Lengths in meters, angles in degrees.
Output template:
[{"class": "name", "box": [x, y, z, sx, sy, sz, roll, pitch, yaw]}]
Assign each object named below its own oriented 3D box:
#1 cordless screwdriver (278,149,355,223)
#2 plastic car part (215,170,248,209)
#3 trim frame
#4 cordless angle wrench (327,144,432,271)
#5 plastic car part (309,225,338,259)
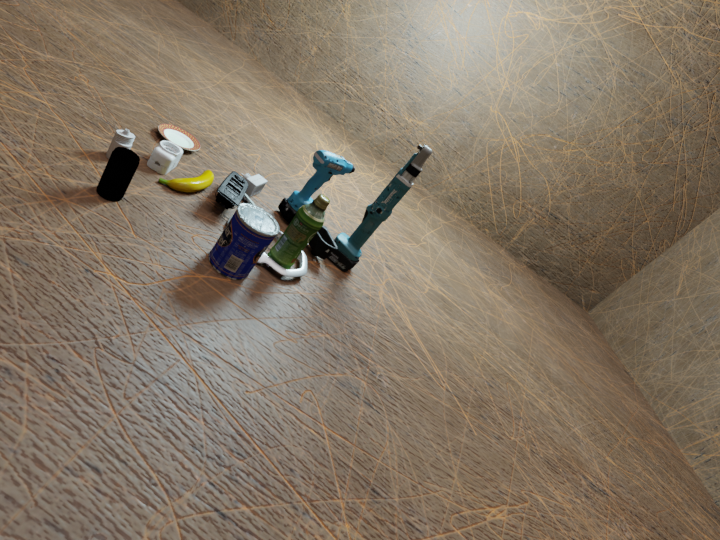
[{"class": "cordless screwdriver", "box": [-0.129, -0.245, 1.283, 0.151, 0.250, 0.078, 5, 42, -50]}, {"class": "plastic car part", "box": [-0.352, -0.214, 1.153, 0.064, 0.067, 0.208, 30, 26, -18]}, {"class": "trim frame", "box": [-0.238, -0.068, 1.100, 0.253, 0.027, 0.181, 41, 25, 7]}, {"class": "cordless angle wrench", "box": [0.056, -0.174, 1.196, 0.099, 0.425, 0.073, 42, 25, 3]}, {"class": "plastic car part", "box": [-0.119, -0.078, 1.222, 0.062, 0.071, 0.122, 17, 32, -39]}]
